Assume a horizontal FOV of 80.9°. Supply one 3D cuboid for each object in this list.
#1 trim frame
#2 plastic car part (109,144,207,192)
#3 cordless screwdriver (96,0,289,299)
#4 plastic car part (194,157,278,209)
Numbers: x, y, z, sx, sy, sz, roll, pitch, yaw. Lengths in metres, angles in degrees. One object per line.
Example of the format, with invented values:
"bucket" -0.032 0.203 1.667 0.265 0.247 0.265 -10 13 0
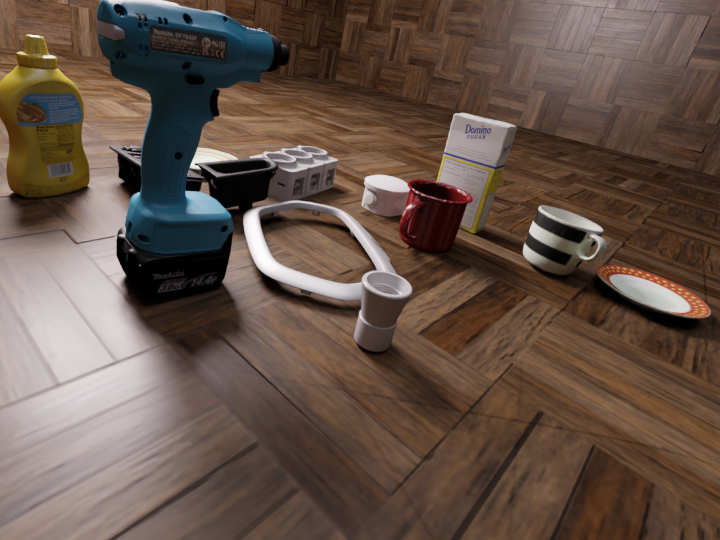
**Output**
"trim frame" -0.052 -0.034 0.533 0.178 0.027 0.261 -1 30 -21
"plastic car part" -0.294 -0.134 0.597 0.064 0.066 0.215 -15 37 -42
"cordless screwdriver" -0.148 -0.102 0.393 0.153 0.244 0.079 -13 36 -42
"plastic car part" -0.172 -0.121 0.611 0.112 0.070 0.070 -15 37 -41
